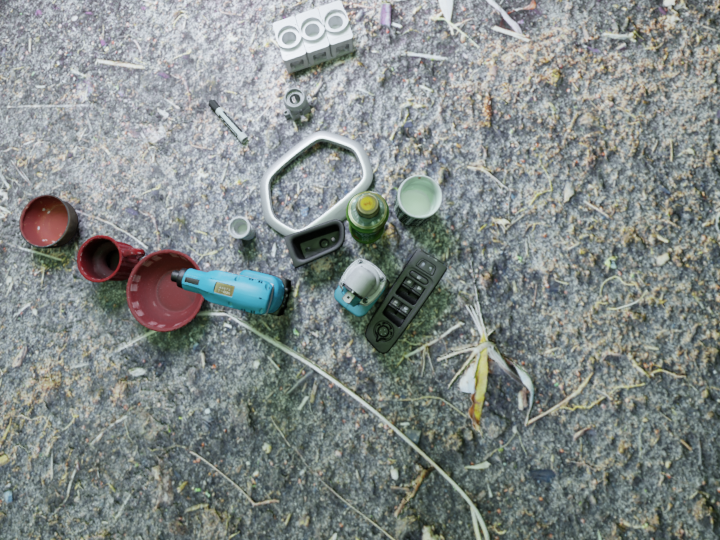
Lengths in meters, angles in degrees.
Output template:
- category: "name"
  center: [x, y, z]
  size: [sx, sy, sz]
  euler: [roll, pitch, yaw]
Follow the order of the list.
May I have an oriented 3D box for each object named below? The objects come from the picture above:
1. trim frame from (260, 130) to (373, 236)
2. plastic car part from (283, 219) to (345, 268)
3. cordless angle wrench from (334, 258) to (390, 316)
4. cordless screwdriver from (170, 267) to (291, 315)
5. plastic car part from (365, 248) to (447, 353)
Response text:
- category: "trim frame"
  center: [-0.093, -0.174, 0.865]
  size: [0.248, 0.027, 0.187]
  euler: [-40, 81, 0]
- category: "plastic car part"
  center: [-0.081, -0.053, 0.827]
  size: [0.117, 0.070, 0.067]
  euler: [-21, 84, 2]
- category: "cordless angle wrench"
  center: [0.002, 0.023, 0.634]
  size: [0.075, 0.418, 0.098]
  euler: [38, 87, 3]
- category: "cordless screwdriver"
  center: [-0.212, 0.032, 0.740]
  size: [0.161, 0.246, 0.074]
  euler: [13, 86, 3]
- category: "plastic car part"
  center: [0.078, 0.060, 0.799]
  size: [0.067, 0.066, 0.203]
  euler: [34, 87, 5]
